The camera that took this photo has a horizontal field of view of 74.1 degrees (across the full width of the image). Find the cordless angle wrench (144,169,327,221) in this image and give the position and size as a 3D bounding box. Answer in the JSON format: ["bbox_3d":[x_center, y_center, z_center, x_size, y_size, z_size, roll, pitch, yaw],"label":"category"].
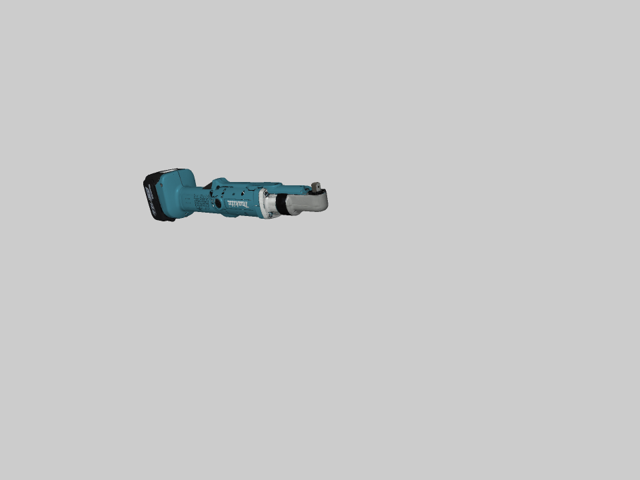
[{"bbox_3d":[-0.156,-0.071,0.723,0.423,0.098,0.074,7,24,39],"label":"cordless angle wrench"}]
